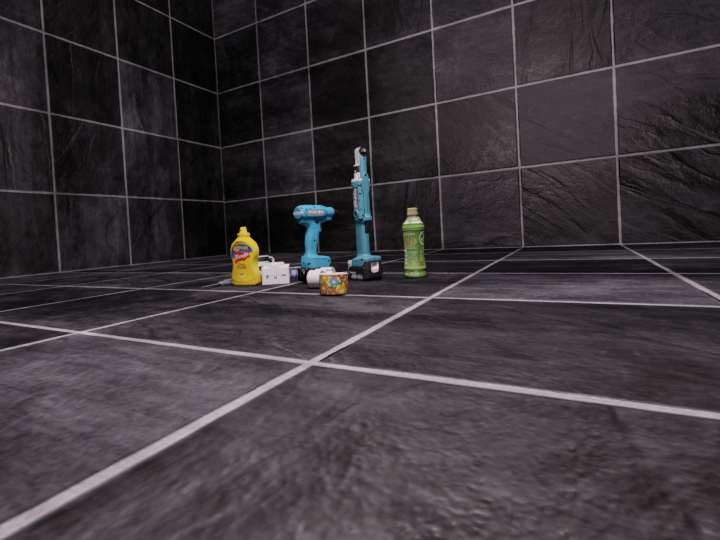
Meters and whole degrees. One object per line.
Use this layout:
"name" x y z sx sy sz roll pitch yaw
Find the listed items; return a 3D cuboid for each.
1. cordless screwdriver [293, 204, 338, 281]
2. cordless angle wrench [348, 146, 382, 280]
"cordless screwdriver" -0.134 -0.087 1.365 0.152 0.248 0.078 -5 3 -39
"cordless angle wrench" 0.007 -0.181 1.355 0.071 0.422 0.102 -4 2 -35
